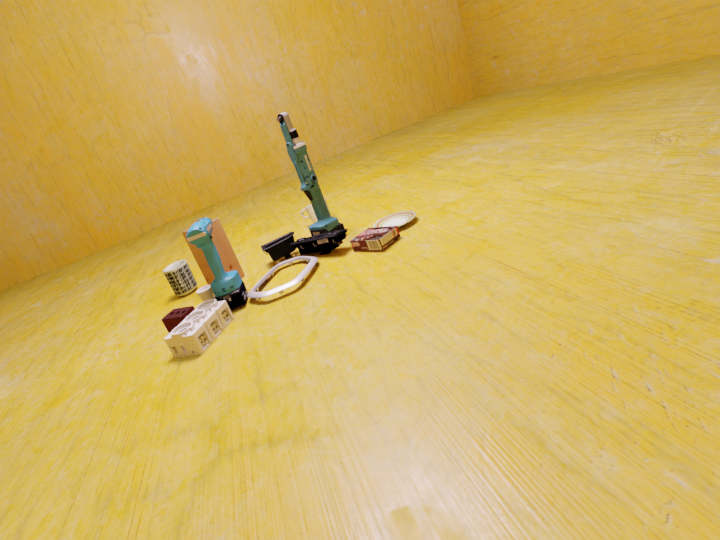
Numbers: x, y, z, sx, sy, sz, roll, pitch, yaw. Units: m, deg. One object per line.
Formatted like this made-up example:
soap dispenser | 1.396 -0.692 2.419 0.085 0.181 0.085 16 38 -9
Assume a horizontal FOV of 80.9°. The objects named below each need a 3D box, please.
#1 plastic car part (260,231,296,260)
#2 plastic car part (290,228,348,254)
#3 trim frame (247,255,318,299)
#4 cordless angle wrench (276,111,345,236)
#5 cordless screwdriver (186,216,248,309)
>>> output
plastic car part | -0.252 -0.069 1.356 0.115 0.069 0.068 -24 20 -8
plastic car part | -0.125 -0.082 1.274 0.212 0.065 0.065 -2 27 39
trim frame | -0.216 0.016 1.184 0.190 0.027 0.248 -12 24 22
cordless angle wrench | -0.161 -0.278 1.299 0.078 0.411 0.096 -2 25 44
cordless screwdriver | -0.384 -0.023 1.139 0.074 0.242 0.164 -21 19 -1
